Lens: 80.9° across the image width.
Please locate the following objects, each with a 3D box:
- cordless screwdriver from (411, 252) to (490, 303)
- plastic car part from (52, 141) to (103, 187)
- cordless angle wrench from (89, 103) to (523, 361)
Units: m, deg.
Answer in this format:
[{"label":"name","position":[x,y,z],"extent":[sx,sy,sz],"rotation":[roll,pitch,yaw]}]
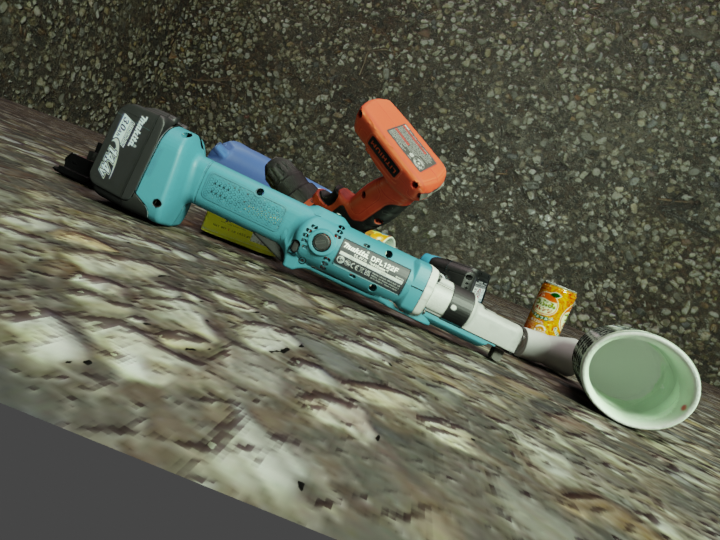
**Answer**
[{"label":"cordless screwdriver","position":[0.052,-0.004,0.638],"extent":[0.263,0.074,0.151],"rotation":[22,4,39]},{"label":"plastic car part","position":[-0.292,-0.128,0.548],"extent":[0.067,0.067,0.201],"rotation":[16,2,2]},{"label":"cordless angle wrench","position":[-0.040,-0.026,0.406],"extent":[0.423,0.098,0.074],"rotation":[26,1,0]}]
